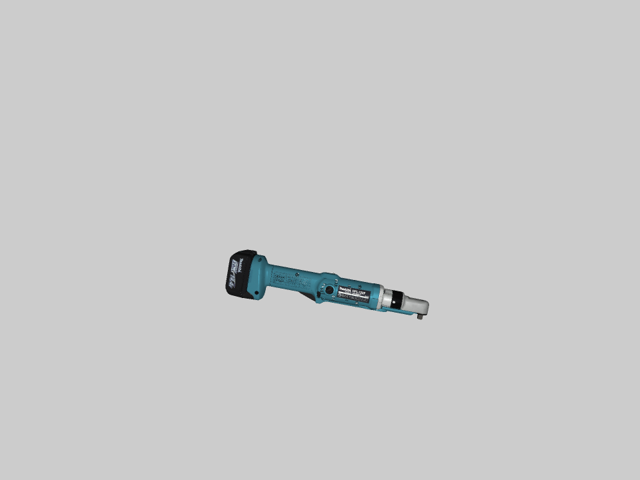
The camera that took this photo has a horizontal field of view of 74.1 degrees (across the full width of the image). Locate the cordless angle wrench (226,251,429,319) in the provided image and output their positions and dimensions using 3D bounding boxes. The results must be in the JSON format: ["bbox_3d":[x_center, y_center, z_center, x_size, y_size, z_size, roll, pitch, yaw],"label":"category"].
[{"bbox_3d":[0.018,0.103,0.896,0.423,0.098,0.074,10,5,3],"label":"cordless angle wrench"}]
